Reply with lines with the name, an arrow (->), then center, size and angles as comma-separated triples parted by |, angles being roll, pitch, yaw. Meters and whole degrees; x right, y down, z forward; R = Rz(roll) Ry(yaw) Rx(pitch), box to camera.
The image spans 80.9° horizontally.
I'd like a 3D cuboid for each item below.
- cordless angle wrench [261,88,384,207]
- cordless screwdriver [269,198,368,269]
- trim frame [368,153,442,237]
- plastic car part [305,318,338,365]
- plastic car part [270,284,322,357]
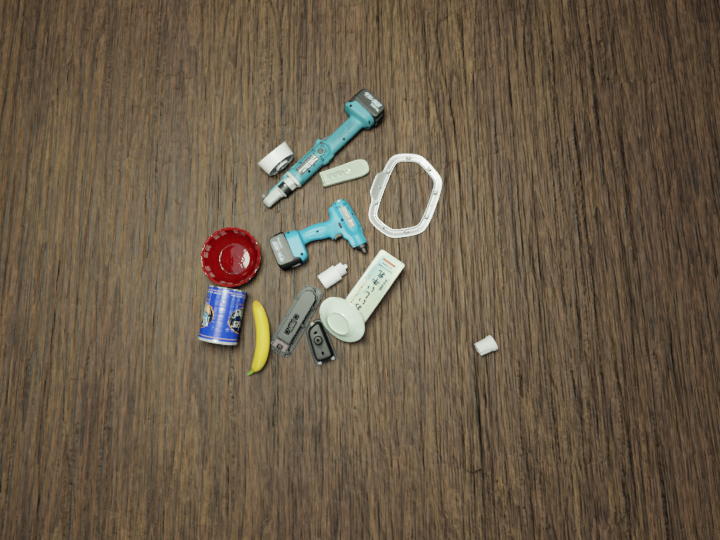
cordless angle wrench -> -0.110, -0.327, 1.181 | 0.422, 0.073, 0.099 | -44, 84, -2
cordless screwdriver -> -0.111, -0.073, 1.140 | 0.247, 0.074, 0.161 | -28, 82, -6
trim frame -> 0.122, -0.209, 1.174 | 0.186, 0.027, 0.249 | 21, 85, 6
plastic car part -> -0.107, 0.187, 1.100 | 0.066, 0.071, 0.117 | -20, 85, -4
plastic car part -> -0.173, 0.127, 1.119 | 0.068, 0.065, 0.203 | 29, 81, 11
